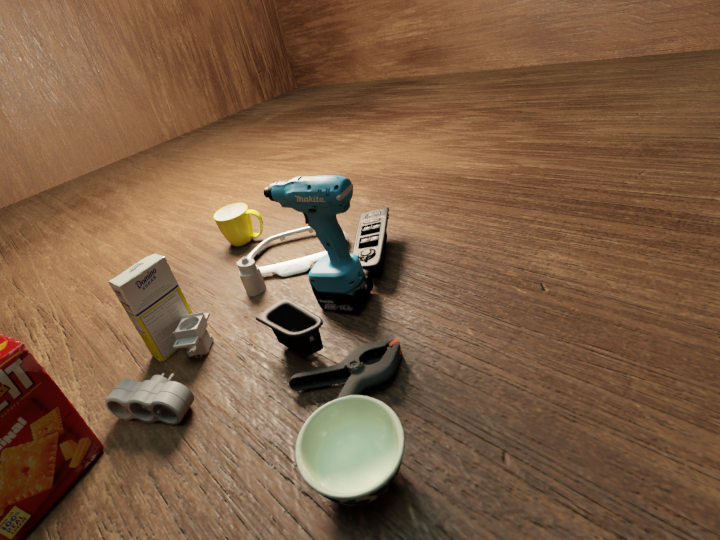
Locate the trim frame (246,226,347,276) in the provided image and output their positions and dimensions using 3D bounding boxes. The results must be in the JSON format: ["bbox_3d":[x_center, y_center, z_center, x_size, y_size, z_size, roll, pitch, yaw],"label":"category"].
[{"bbox_3d":[-0.151,-0.048,0.972,0.250,0.026,0.190,-13,32,4],"label":"trim frame"}]

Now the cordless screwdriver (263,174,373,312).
[{"bbox_3d":[-0.072,-0.047,0.734,0.166,0.240,0.074,5,35,30],"label":"cordless screwdriver"}]

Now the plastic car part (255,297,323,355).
[{"bbox_3d":[-0.104,0.101,0.682,0.065,0.068,0.123,-34,36,-30],"label":"plastic car part"}]

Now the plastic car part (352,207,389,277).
[{"bbox_3d":[0.024,-0.053,0.867,0.068,0.064,0.206,-6,33,14],"label":"plastic car part"}]
